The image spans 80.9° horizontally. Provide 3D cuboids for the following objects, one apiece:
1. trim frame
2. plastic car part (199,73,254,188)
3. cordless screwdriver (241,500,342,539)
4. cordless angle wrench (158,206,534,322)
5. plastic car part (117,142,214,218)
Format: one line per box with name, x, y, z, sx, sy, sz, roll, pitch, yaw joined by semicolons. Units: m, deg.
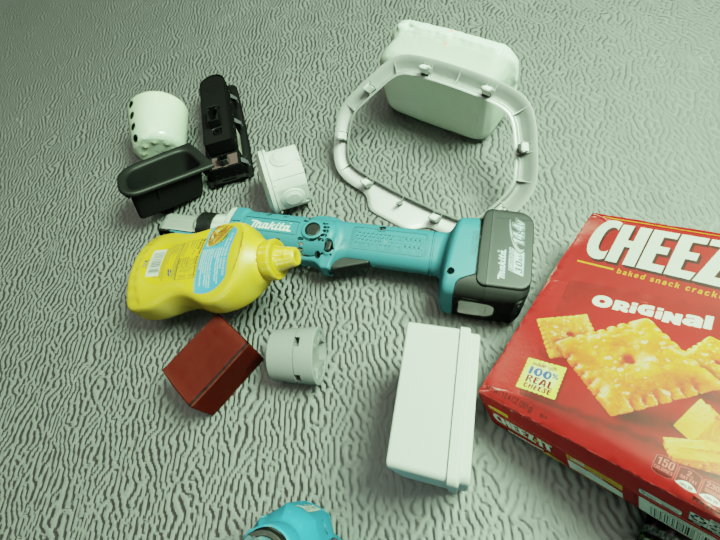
trim frame;0.073;-0.139;0.481;0.259;0.026;0.183;33;112;22
plastic car part;-0.207;-0.216;0.618;0.067;0.064;0.211;-20;56;6
cordless screwdriver;0.041;0.223;0.258;0.258;0.153;0.075;19;66;18
cordless angle wrench;-0.046;-0.030;0.472;0.437;0.071;0.099;8;63;19
plastic car part;-0.256;-0.110;0.559;0.114;0.069;0.069;-35;60;-28
